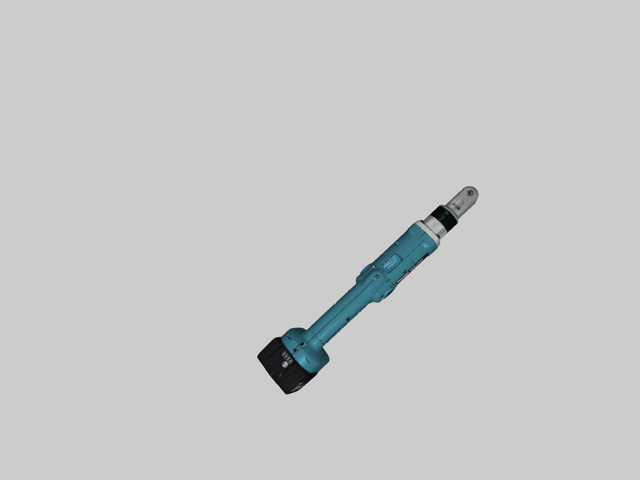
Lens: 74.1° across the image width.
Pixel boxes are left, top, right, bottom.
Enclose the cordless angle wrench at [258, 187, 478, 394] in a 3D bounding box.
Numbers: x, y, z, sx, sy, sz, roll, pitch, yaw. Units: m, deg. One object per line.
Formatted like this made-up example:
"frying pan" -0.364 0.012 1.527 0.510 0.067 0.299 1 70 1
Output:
"cordless angle wrench" 0.087 0.065 0.660 0.423 0.074 0.098 -43 -19 -1
